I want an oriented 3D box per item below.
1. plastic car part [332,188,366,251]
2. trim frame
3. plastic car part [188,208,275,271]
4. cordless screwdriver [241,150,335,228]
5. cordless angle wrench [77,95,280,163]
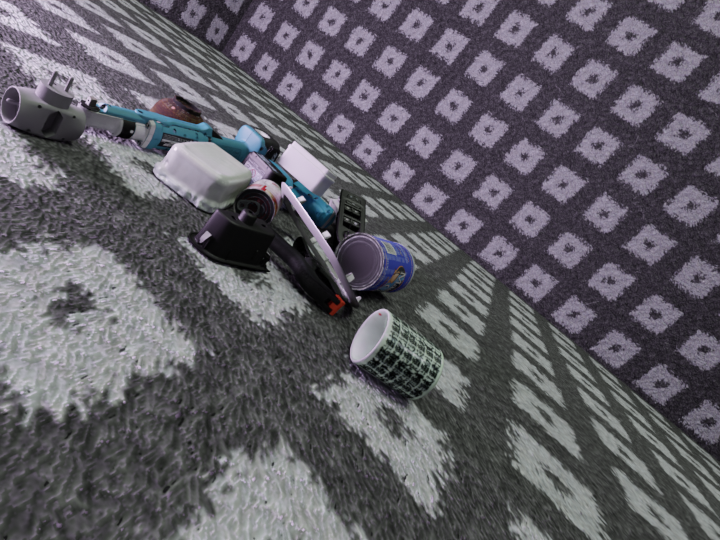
[{"bbox_3d":[-0.031,-0.099,0.928,0.064,0.067,0.209,30,32,-21],"label":"plastic car part"},{"bbox_3d":[-0.067,-0.044,0.686,0.260,0.027,0.177,53,-12,27],"label":"trim frame"},{"bbox_3d":[-0.160,-0.048,0.564,0.069,0.071,0.110,47,15,30],"label":"plastic car part"},{"bbox_3d":[-0.166,-0.179,0.909,0.167,0.074,0.236,47,14,29],"label":"cordless screwdriver"},{"bbox_3d":[-0.304,-0.237,0.764,0.077,0.098,0.408,43,21,15],"label":"cordless angle wrench"}]
